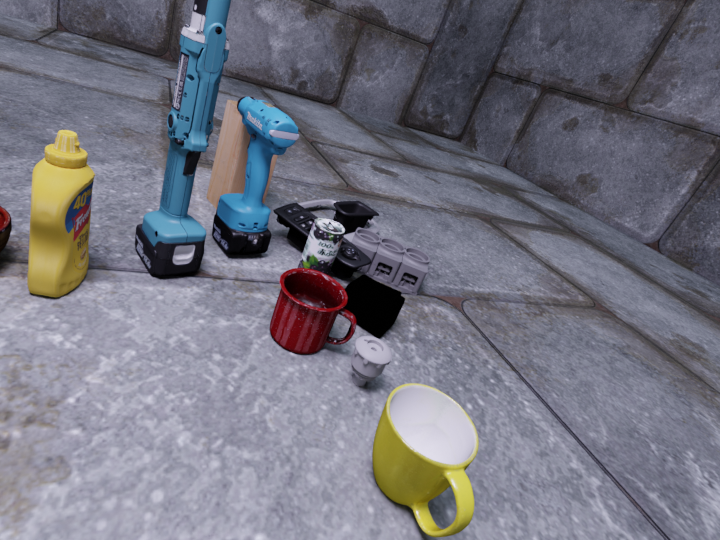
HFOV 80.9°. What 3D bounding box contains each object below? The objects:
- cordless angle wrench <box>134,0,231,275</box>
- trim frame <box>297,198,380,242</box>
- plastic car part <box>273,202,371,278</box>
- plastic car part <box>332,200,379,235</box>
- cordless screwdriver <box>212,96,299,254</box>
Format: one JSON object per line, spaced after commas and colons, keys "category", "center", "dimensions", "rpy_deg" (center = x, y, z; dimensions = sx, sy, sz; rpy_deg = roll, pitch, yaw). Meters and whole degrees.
{"category": "cordless angle wrench", "center": [-0.221, -0.188, 0.550], "dimensions": [0.071, 0.419, 0.103], "rpy_deg": [-5, 37, -45]}
{"category": "trim frame", "center": [-0.059, -0.109, 0.947], "dimensions": [0.193, 0.027, 0.240], "rpy_deg": [32, 29, 24]}
{"category": "plastic car part", "center": [-0.076, -0.050, 0.780], "dimensions": [0.212, 0.066, 0.064], "rpy_deg": [33, 28, 24]}
{"category": "plastic car part", "center": [-0.026, -0.109, 0.922], "dimensions": [0.069, 0.070, 0.112], "rpy_deg": [36, 30, 28]}
{"category": "cordless screwdriver", "center": [-0.189, -0.159, 0.709], "dimensions": [0.071, 0.246, 0.168], "rpy_deg": [-2, 34, -41]}
